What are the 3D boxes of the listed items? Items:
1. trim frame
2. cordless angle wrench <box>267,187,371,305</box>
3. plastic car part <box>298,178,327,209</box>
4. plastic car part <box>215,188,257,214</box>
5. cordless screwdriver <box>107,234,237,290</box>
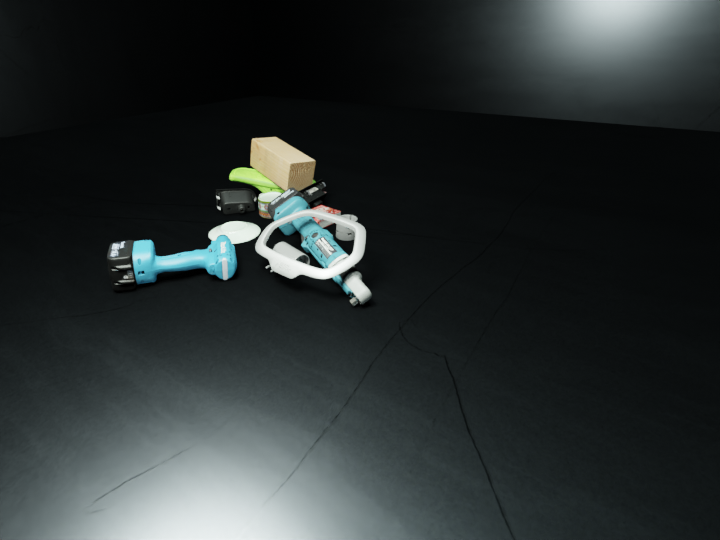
[{"bbox_3d":[-0.102,-0.057,0.858,0.262,0.026,0.182,21,53,32],"label":"trim frame"},{"bbox_3d":[-0.090,-0.059,0.921,0.098,0.070,0.447,-38,42,-5],"label":"cordless angle wrench"},{"bbox_3d":[-0.152,-0.190,1.185,0.069,0.066,0.198,39,41,13],"label":"plastic car part"},{"bbox_3d":[-0.347,-0.188,1.194,0.114,0.064,0.074,-5,43,-15],"label":"plastic car part"},{"bbox_3d":[-0.390,-0.031,0.894,0.243,0.072,0.166,-5,28,-15],"label":"cordless screwdriver"}]
